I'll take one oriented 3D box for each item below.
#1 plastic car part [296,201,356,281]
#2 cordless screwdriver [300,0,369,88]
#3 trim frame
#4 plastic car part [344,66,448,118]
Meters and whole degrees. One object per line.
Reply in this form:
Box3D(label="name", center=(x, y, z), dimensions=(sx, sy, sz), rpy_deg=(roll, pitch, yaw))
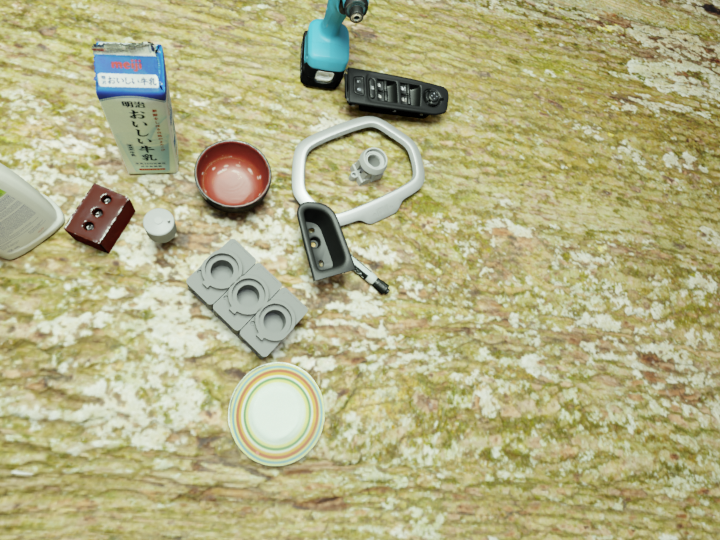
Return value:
Box3D(label="plastic car part", center=(-0.063, -0.041, 0.643), dimensions=(0.064, 0.071, 0.119), rpy_deg=(-14, 77, -20))
Box3D(label="cordless screwdriver", center=(-0.039, -0.380, 0.665), dimensions=(0.072, 0.250, 0.162), rpy_deg=(4, 74, -17))
Box3D(label="trim frame", center=(-0.003, -0.170, 0.723), dimensions=(0.244, 0.027, 0.187), rpy_deg=(-27, 80, -20))
Box3D(label="plastic car part", center=(0.063, -0.308, 0.763), dimensions=(0.198, 0.067, 0.067), rpy_deg=(0, 74, -14))
